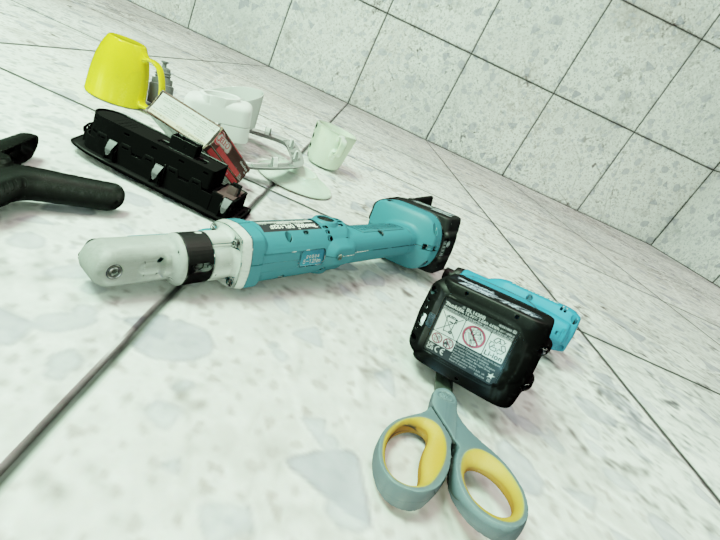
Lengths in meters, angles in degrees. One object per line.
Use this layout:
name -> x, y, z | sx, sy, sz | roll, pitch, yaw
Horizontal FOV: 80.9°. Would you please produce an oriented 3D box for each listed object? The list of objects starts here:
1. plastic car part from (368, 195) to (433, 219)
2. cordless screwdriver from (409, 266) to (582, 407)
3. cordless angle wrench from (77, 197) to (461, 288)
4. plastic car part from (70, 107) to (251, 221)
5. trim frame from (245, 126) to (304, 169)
plastic car part -> 0.057, -0.094, 0.681 | 0.075, 0.065, 0.112 | 23, 22, 34
cordless screwdriver -> 0.123, 0.039, 0.430 | 0.167, 0.074, 0.238 | 28, 15, 29
cordless angle wrench -> -0.041, -0.027, 0.417 | 0.103, 0.073, 0.405 | 29, 25, 35
plastic car part -> -0.212, -0.117, 0.454 | 0.203, 0.066, 0.067 | 23, 30, 1
trim frame -> -0.184, -0.208, 0.684 | 0.180, 0.027, 0.259 | 5, 30, -16
